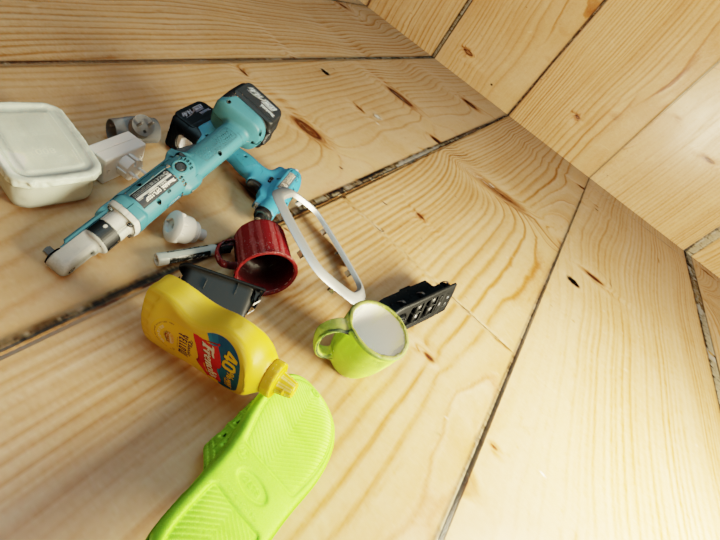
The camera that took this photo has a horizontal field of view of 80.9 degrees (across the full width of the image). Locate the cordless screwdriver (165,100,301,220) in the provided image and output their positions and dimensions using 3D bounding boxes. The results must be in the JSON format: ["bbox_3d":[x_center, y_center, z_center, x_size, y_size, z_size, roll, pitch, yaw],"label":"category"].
[{"bbox_3d":[-0.234,-0.188,0.761,0.246,0.075,0.160,34,41,-7],"label":"cordless screwdriver"}]

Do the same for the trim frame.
[{"bbox_3d":[-0.069,-0.045,0.703,0.259,0.028,0.175,56,18,25],"label":"trim frame"}]

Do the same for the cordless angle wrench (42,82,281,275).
[{"bbox_3d":[-0.272,-0.143,0.628,0.097,0.075,0.422,40,54,-9],"label":"cordless angle wrench"}]

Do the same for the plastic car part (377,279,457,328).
[{"bbox_3d":[0.090,0.057,0.738,0.070,0.066,0.196,42,38,22],"label":"plastic car part"}]

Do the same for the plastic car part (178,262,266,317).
[{"bbox_3d":[-0.195,0.044,0.561,0.113,0.066,0.072,19,56,-15],"label":"plastic car part"}]
